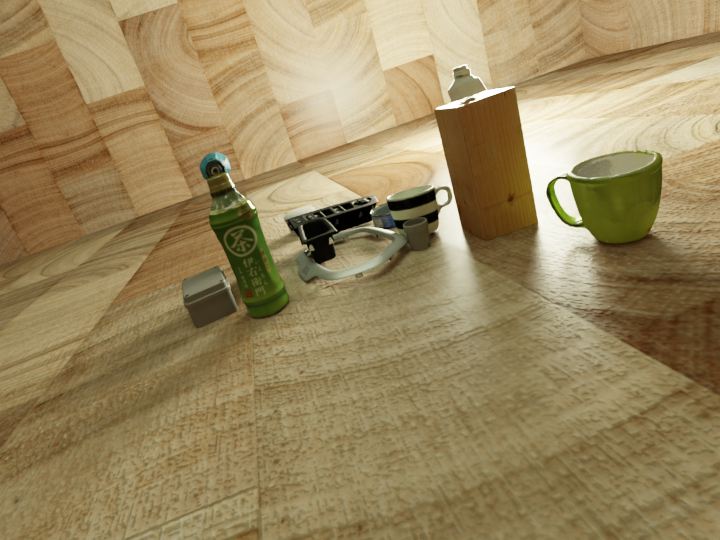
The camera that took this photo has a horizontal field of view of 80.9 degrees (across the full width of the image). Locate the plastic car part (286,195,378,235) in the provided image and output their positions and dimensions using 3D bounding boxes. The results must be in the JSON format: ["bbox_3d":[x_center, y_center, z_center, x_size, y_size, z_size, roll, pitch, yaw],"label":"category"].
[{"bbox_3d":[-0.051,-0.108,0.903,0.201,0.065,0.069,-23,20,-10],"label":"plastic car part"}]

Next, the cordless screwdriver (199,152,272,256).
[{"bbox_3d":[-0.227,-0.093,0.771,0.073,0.242,0.165,-21,19,-11],"label":"cordless screwdriver"}]

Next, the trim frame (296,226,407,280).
[{"bbox_3d":[-0.025,-0.032,0.753,0.181,0.027,0.260,-26,23,-16],"label":"trim frame"}]

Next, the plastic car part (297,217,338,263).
[{"bbox_3d":[-0.076,-0.050,0.780,0.065,0.069,0.120,-21,21,-6],"label":"plastic car part"}]
